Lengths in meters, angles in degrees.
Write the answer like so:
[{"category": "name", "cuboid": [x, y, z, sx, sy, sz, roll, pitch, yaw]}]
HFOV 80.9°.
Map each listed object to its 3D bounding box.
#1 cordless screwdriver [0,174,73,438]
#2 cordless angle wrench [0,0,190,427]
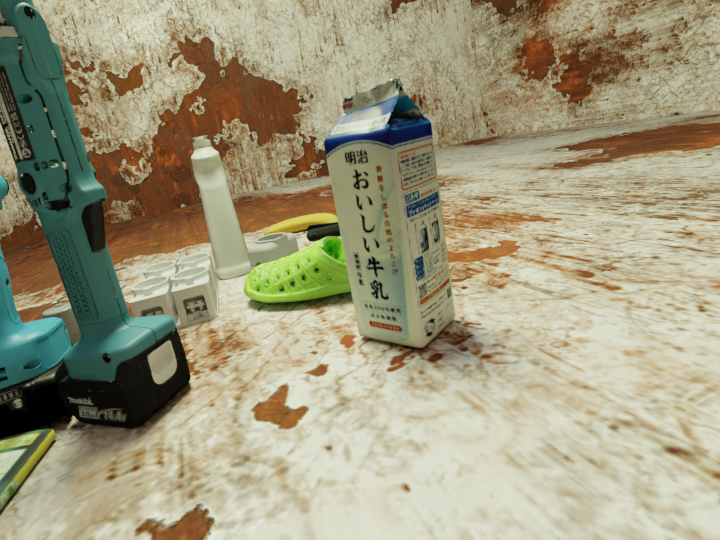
[{"category": "cordless screwdriver", "cuboid": [-0.343, 0.018, 0.406, 0.073, 0.244, 0.166, -16, 15, -20]}, {"category": "cordless angle wrench", "cuboid": [-0.248, -0.075, 0.350, 0.101, 0.415, 0.073, -5, 15, 22]}]
